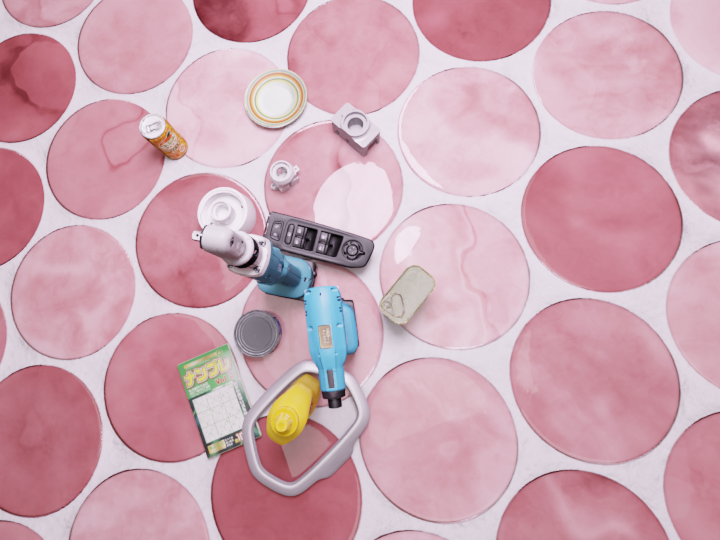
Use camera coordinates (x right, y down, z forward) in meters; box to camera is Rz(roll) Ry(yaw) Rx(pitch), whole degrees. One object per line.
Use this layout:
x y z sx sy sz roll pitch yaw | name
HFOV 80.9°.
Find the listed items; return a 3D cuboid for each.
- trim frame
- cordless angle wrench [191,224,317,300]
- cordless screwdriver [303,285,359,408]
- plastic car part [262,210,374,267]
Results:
-0.099 0.277 0.752 0.188 0.027 0.248 43 87 11 | trim frame
-0.134 -0.007 0.609 0.099 0.416 0.075 10 83 2 | cordless angle wrench
-0.042 0.113 0.664 0.075 0.245 0.161 -8 82 0 | cordless screwdriver
-0.077 -0.050 0.788 0.206 0.066 0.066 14 83 8 | plastic car part
